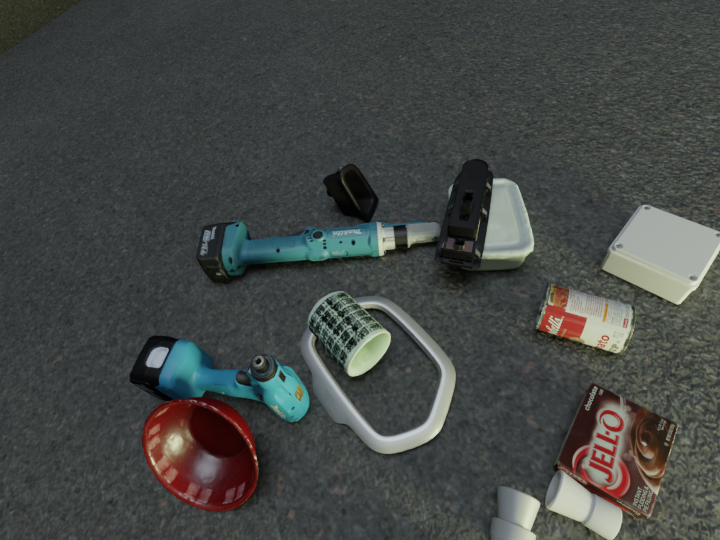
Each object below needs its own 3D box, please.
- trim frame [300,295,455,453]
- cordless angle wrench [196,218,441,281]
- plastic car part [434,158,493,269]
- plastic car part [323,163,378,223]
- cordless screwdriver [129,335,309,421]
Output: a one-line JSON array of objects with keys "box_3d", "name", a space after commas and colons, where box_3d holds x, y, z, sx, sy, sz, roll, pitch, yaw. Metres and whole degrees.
[{"box_3d": [0.018, 0.137, 0.614, 0.182, 0.026, 0.262, -35, 56, -14], "name": "trim frame"}, {"box_3d": [-0.073, -0.048, 0.749, 0.428, 0.071, 0.101, -5, 54, 8], "name": "cordless angle wrench"}, {"box_3d": [0.166, -0.102, 0.661, 0.069, 0.064, 0.205, 5, 53, 24], "name": "plastic car part"}, {"box_3d": [-0.027, -0.147, 0.791, 0.074, 0.110, 0.066, -5, 49, 38], "name": "plastic car part"}, {"box_3d": [-0.202, 0.142, 0.584, 0.257, 0.152, 0.075, 5, 55, 18], "name": "cordless screwdriver"}]
